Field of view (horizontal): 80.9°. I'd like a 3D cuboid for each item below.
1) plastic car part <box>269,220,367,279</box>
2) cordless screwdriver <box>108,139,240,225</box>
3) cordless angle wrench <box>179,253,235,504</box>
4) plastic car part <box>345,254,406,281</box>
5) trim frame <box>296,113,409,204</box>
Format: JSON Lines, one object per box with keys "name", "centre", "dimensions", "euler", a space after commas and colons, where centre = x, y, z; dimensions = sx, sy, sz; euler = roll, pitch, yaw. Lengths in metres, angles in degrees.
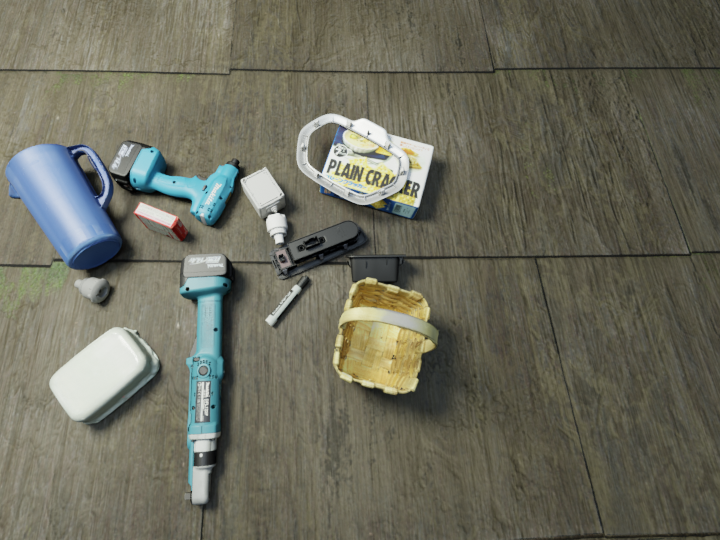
{"name": "plastic car part", "centre": [-0.084, -0.055, 0.864], "dimensions": [0.200, 0.065, 0.069], "euler": [-21, 66, -12]}
{"name": "cordless screwdriver", "centre": [-0.392, -0.209, 0.910], "dimensions": [0.250, 0.073, 0.160], "euler": [21, 70, 2]}
{"name": "cordless angle wrench", "centre": [-0.280, 0.181, 0.764], "dimensions": [0.097, 0.073, 0.432], "euler": [-4, 71, -4]}
{"name": "plastic car part", "centre": [0.030, 0.002, 0.846], "dimensions": [0.117, 0.065, 0.071], "euler": [-4, 85, 0]}
{"name": "trim frame", "centre": [-0.018, -0.238, 0.880], "dimensions": [0.255, 0.027, 0.184], "euler": [31, 71, 12]}
